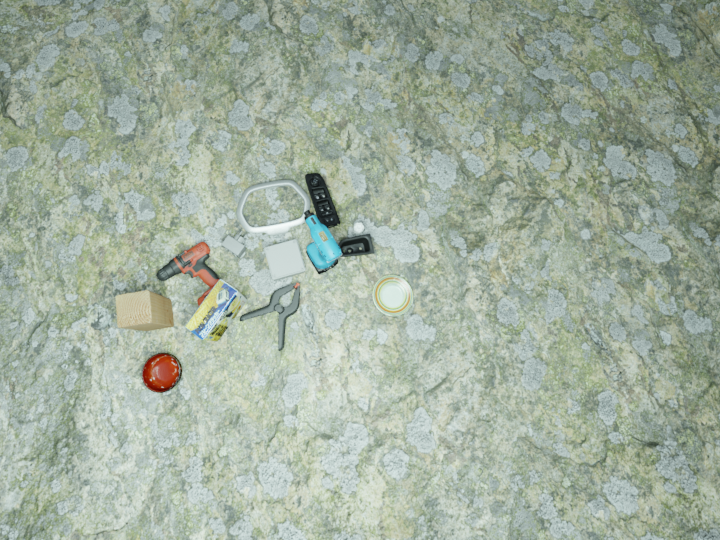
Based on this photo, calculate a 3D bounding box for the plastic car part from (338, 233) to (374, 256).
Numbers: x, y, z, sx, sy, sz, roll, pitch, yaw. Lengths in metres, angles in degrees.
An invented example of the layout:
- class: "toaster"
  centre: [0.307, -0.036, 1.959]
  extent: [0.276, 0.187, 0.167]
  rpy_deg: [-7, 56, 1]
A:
- class: "plastic car part"
  centre: [-0.023, -0.071, 1.362]
  extent: [0.116, 0.070, 0.067]
  rpy_deg: [-10, 79, -6]

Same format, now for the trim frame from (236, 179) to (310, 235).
- class: "trim frame"
  centre: [-0.290, -0.209, 1.407]
  extent: [0.247, 0.027, 0.187]
  rpy_deg: [-12, 77, -5]

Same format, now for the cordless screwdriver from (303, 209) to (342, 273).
- class: "cordless screwdriver"
  centre: [-0.124, -0.081, 1.270]
  extent: [0.074, 0.247, 0.162]
  rpy_deg: [-30, 83, -12]

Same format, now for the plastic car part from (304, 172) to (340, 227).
- class: "plastic car part"
  centre: [-0.130, -0.230, 1.399]
  extent: [0.066, 0.066, 0.207]
  rpy_deg: [-18, 78, -9]
